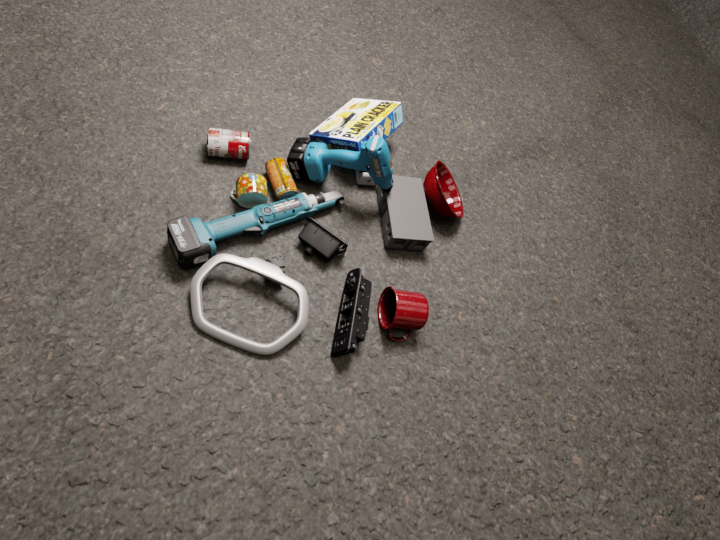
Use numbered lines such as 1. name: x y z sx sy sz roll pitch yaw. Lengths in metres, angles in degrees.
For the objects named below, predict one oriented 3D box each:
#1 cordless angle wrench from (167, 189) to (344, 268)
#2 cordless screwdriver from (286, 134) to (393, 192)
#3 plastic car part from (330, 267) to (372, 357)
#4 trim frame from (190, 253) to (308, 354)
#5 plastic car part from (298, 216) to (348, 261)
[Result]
1. cordless angle wrench: -0.217 -0.120 0.962 0.411 0.074 0.101 -23 72 -28
2. cordless screwdriver: -0.044 -0.250 1.024 0.259 0.151 0.075 7 59 23
3. plastic car part: -0.011 0.087 0.905 0.065 0.067 0.207 17 58 -20
4. trim frame: -0.225 0.063 0.859 0.248 0.027 0.185 21 74 -1
5. plastic car part: -0.095 -0.062 0.971 0.118 0.065 0.071 34 73 7
